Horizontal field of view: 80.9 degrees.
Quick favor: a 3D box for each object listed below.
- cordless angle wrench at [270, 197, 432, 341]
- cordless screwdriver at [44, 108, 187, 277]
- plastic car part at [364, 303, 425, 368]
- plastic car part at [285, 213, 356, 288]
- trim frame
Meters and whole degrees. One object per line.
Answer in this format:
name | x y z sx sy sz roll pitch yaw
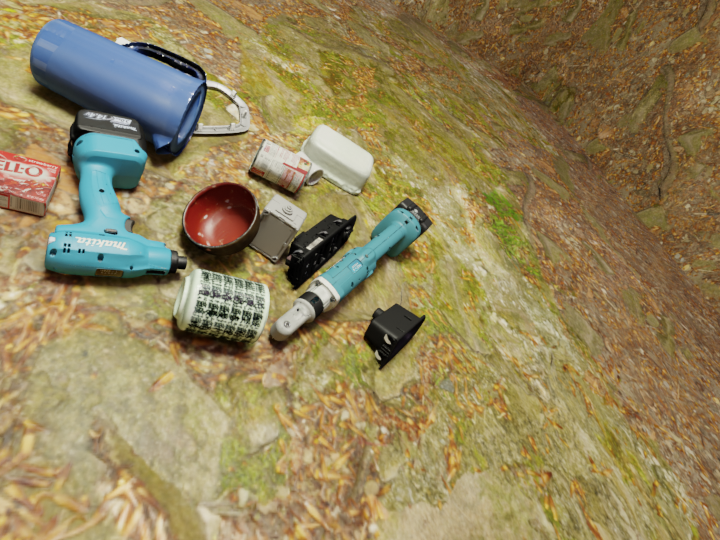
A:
cordless angle wrench | -0.005 -0.009 0.716 0.075 0.099 0.415 47 43 2
cordless screwdriver | -0.323 -0.101 0.578 0.152 0.075 0.258 6 52 -34
plastic car part | 0.048 0.092 0.684 0.073 0.065 0.113 35 34 17
plastic car part | -0.071 -0.047 0.729 0.070 0.065 0.199 23 36 21
trim frame | -0.328 -0.338 0.844 0.240 0.027 0.190 -21 65 -45
